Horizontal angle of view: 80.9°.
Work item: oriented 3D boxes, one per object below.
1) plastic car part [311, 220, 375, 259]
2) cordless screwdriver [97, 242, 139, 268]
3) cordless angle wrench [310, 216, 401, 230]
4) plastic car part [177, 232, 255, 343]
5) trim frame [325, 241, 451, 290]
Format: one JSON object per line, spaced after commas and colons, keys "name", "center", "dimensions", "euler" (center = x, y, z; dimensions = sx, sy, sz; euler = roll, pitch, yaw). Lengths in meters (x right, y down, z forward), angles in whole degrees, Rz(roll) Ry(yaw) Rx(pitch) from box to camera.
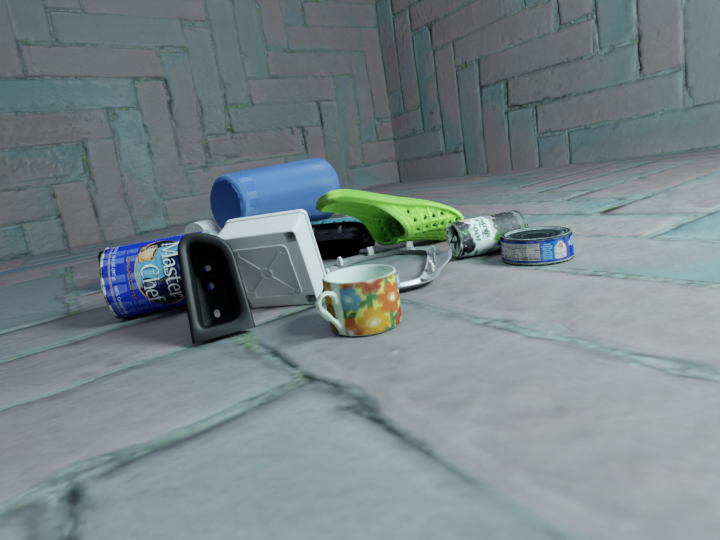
{"name": "plastic car part", "center": [-0.077, -0.050, 0.786], "dimensions": [0.209, 0.064, 0.067], "euler": [-6, 26, 19]}
{"name": "cordless screwdriver", "center": [-0.392, -0.009, 0.819], "dimensions": [0.254, 0.073, 0.158], "euler": [-3, 14, 12]}
{"name": "cordless angle wrench", "center": [-0.088, -0.089, 0.947], "dimensions": [0.437, 0.073, 0.096], "euler": [-2, 14, 22]}
{"name": "plastic car part", "center": [-0.168, 0.020, 0.479], "dimensions": [0.064, 0.119, 0.071], "euler": [-13, -13, -21]}
{"name": "trim frame", "center": [0.037, -0.009, 0.610], "dimensions": [0.189, 0.027, 0.245], "euler": [-5, 12, 15]}
